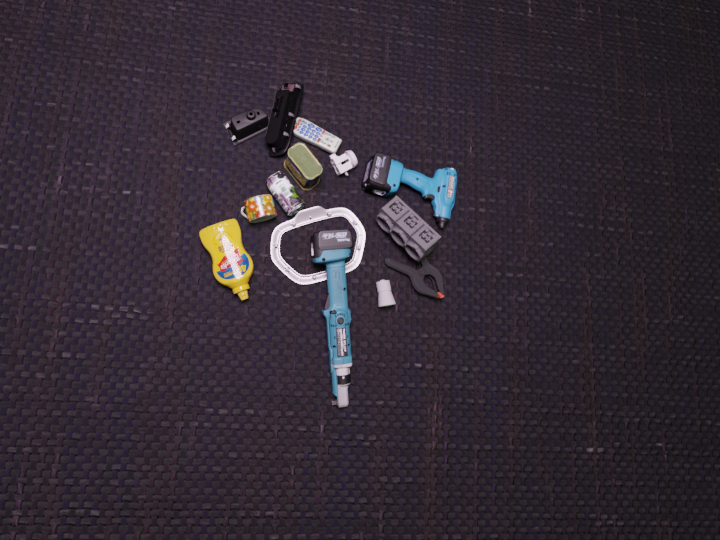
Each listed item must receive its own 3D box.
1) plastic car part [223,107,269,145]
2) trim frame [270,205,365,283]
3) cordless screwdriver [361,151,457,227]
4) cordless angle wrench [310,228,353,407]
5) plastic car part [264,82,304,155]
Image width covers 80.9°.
[{"bbox_3d":[-0.282,-0.377,1.067,0.115,0.071,0.066,-28,90,-9],"label":"plastic car part"},{"bbox_3d":[-0.104,-0.068,1.065,0.246,0.027,0.186,-17,83,-9],"label":"trim frame"},{"bbox_3d":[0.129,-0.208,1.099,0.244,0.075,0.160,11,80,-11],"label":"cordless screwdriver"},{"bbox_3d":[-0.056,0.115,1.011,0.096,0.076,0.423,-4,90,-13],"label":"cordless angle wrench"},{"bbox_3d":[-0.199,-0.392,1.076,0.068,0.064,0.204,8,84,18],"label":"plastic car part"}]
